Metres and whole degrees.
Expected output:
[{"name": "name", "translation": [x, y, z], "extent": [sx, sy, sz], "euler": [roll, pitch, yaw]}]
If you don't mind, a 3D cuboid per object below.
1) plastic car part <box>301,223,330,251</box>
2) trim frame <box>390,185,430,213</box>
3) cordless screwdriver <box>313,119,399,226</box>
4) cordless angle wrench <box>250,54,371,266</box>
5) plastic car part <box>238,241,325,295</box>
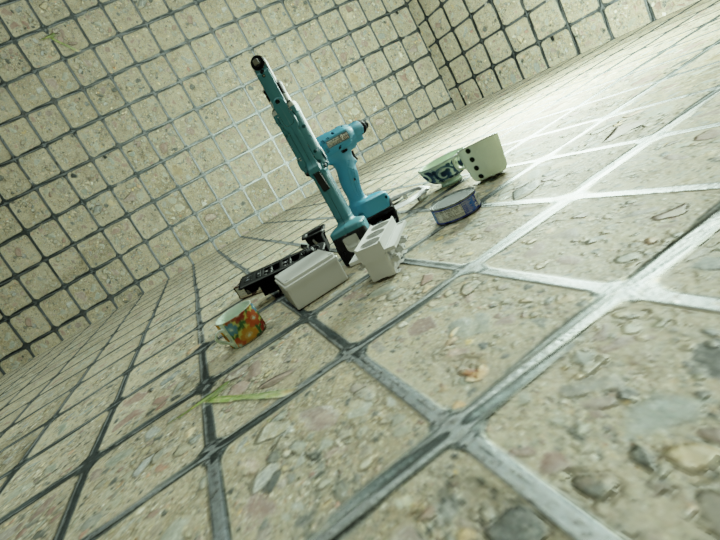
[{"name": "plastic car part", "translation": [-0.098, -0.064, 0.999], "extent": [0.066, 0.069, 0.119], "euler": [-29, 14, 2]}, {"name": "trim frame", "translation": [0.064, -0.161, 1.095], "extent": [0.254, 0.027, 0.184], "euler": [-23, 17, 22]}, {"name": "cordless screwdriver", "translation": [0.003, -0.200, 0.926], "extent": [0.156, 0.244, 0.077], "euler": [-35, 13, -27]}, {"name": "cordless angle wrench", "translation": [-0.092, -0.210, 0.807], "extent": [0.075, 0.415, 0.098], "euler": [-27, 11, 12]}, {"name": "plastic car part", "translation": [-0.157, 0.004, 0.900], "extent": [0.203, 0.066, 0.067], "euler": [-28, 13, 3]}]
